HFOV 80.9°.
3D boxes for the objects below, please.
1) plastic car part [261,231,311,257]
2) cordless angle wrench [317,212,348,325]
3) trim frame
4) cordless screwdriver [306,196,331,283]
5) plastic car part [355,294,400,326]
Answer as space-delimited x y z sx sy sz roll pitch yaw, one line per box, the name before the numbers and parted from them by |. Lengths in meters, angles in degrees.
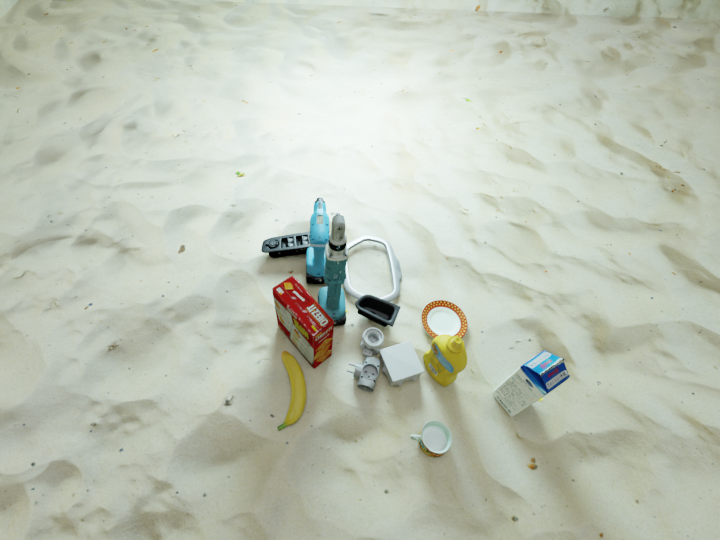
plastic car part | -0.204 -0.077 1.306 0.201 0.065 0.069 -6 56 -5
cordless angle wrench | -0.063 0.010 1.037 0.074 0.412 0.101 -2 57 -8
trim frame | 0.033 -0.005 1.283 0.183 0.027 0.257 -5 55 -4
cordless screwdriver | -0.117 -0.077 1.200 0.074 0.242 0.164 1 56 -6
plastic car part | 0.042 0.117 1.174 0.119 0.069 0.066 22 57 12
